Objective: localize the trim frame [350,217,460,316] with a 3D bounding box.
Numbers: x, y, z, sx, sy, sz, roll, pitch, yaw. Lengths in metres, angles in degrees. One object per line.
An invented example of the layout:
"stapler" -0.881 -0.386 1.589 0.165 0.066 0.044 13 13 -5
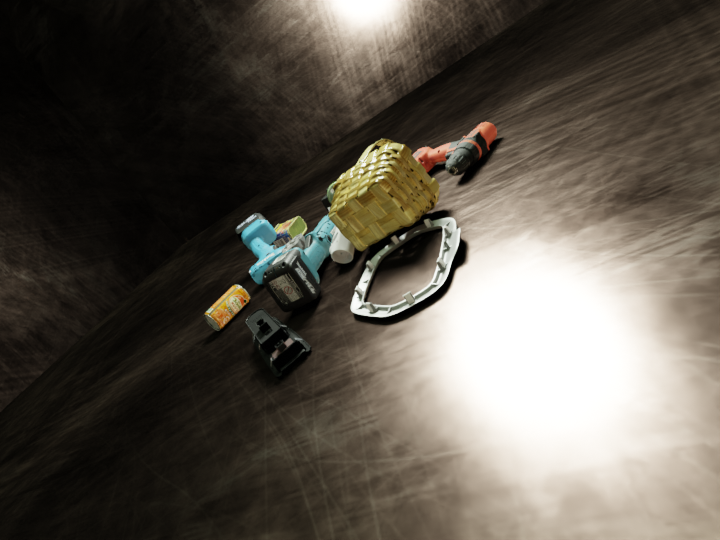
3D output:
"trim frame" 0.071 -0.012 0.654 0.189 0.027 0.249 -22 23 31

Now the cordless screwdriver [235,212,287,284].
"cordless screwdriver" -0.248 -0.078 1.152 0.159 0.070 0.262 -37 39 -1

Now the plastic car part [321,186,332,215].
"plastic car part" -0.071 -0.222 1.258 0.115 0.069 0.068 -45 19 -32

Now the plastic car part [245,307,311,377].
"plastic car part" -0.153 0.108 0.705 0.066 0.065 0.210 -48 20 -12

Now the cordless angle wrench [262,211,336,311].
"cordless angle wrench" -0.092 -0.060 0.940 0.076 0.095 0.424 -28 18 23
